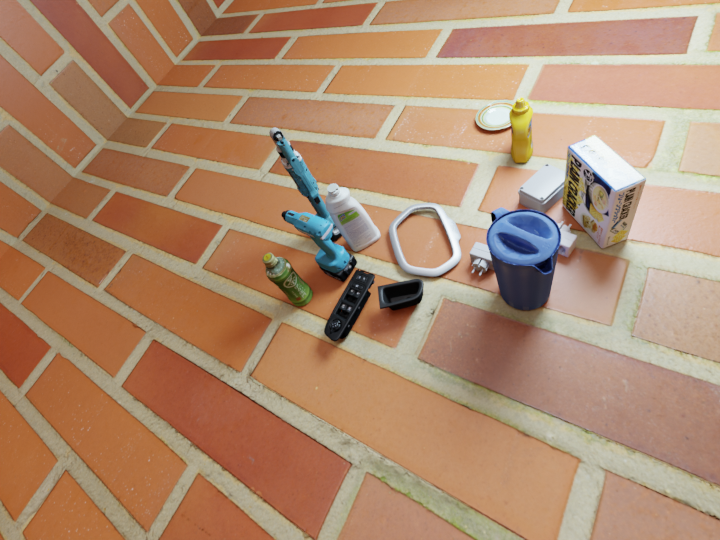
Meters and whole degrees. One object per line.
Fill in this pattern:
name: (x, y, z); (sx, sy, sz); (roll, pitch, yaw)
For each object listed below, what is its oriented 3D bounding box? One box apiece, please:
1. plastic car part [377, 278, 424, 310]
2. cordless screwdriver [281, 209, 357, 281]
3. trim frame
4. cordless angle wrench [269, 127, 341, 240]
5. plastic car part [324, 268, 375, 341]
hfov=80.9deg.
plastic car part: (0.110, 0.069, 1.072); (0.119, 0.067, 0.068); (-13, 55, 16)
cordless screwdriver: (-0.113, -0.074, 1.160); (0.168, 0.236, 0.074); (24, 70, 33)
trim frame: (0.178, -0.088, 1.171); (0.187, 0.026, 0.258); (-21, 53, 11)
cordless angle wrench: (-0.147, -0.235, 1.175); (0.074, 0.401, 0.103); (-38, 53, -5)
plastic car part: (-0.027, 0.098, 1.118); (0.070, 0.063, 0.203); (21, 69, 32)
